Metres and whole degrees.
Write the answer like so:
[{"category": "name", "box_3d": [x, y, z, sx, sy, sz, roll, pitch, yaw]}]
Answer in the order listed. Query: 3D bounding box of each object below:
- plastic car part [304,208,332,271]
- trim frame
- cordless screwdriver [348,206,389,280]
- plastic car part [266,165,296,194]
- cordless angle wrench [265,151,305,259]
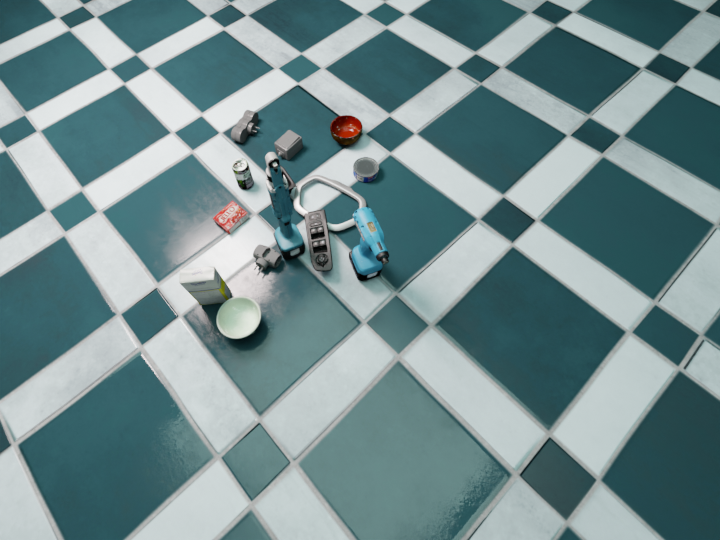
[{"category": "plastic car part", "box_3d": [-0.124, -0.081, 1.271, 0.066, 0.065, 0.210, -9, 62, -5]}, {"category": "trim frame", "box_3d": [-0.102, -0.222, 1.368, 0.257, 0.027, 0.184, 28, 67, 16]}, {"category": "cordless screwdriver", "box_3d": [0.027, -0.043, 1.143, 0.073, 0.242, 0.165, -18, 65, -11]}, {"category": "plastic car part", "box_3d": [-0.262, -0.287, 1.386, 0.065, 0.069, 0.121, -27, 65, -13]}, {"category": "cordless angle wrench", "box_3d": [-0.208, -0.167, 1.125, 0.073, 0.412, 0.102, -22, 66, -13]}]
